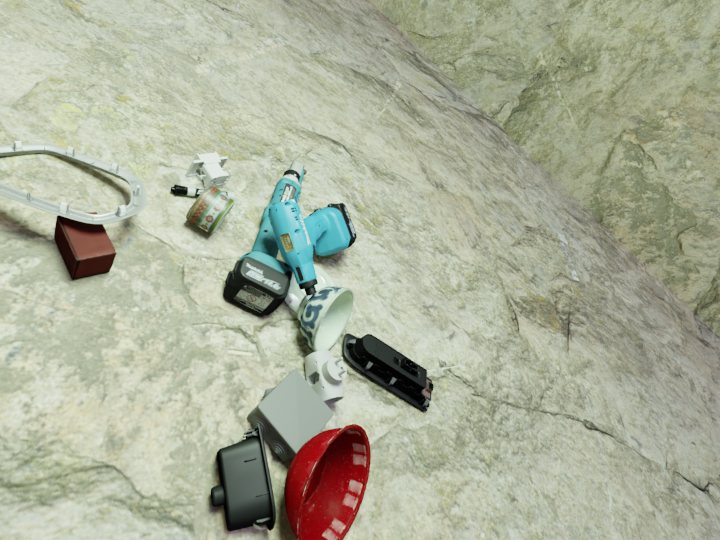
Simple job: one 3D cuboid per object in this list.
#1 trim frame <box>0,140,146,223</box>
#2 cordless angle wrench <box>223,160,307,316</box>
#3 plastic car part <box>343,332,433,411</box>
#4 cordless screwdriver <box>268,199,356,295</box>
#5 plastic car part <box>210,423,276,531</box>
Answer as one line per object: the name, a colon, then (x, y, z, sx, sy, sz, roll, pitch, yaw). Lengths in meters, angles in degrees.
trim frame: (-0.439, -0.135, 0.621, 0.246, 0.027, 0.187, 21, 32, -6)
cordless angle wrench: (-0.162, -0.103, 0.836, 0.095, 0.075, 0.433, 27, 39, -20)
plastic car part: (0.058, 0.177, 0.767, 0.199, 0.067, 0.067, 31, 48, -9)
cordless screwdriver: (-0.077, -0.050, 0.787, 0.159, 0.076, 0.243, 70, 20, -1)
plastic car part: (-0.149, 0.263, 0.524, 0.068, 0.066, 0.121, -2, 59, -24)
